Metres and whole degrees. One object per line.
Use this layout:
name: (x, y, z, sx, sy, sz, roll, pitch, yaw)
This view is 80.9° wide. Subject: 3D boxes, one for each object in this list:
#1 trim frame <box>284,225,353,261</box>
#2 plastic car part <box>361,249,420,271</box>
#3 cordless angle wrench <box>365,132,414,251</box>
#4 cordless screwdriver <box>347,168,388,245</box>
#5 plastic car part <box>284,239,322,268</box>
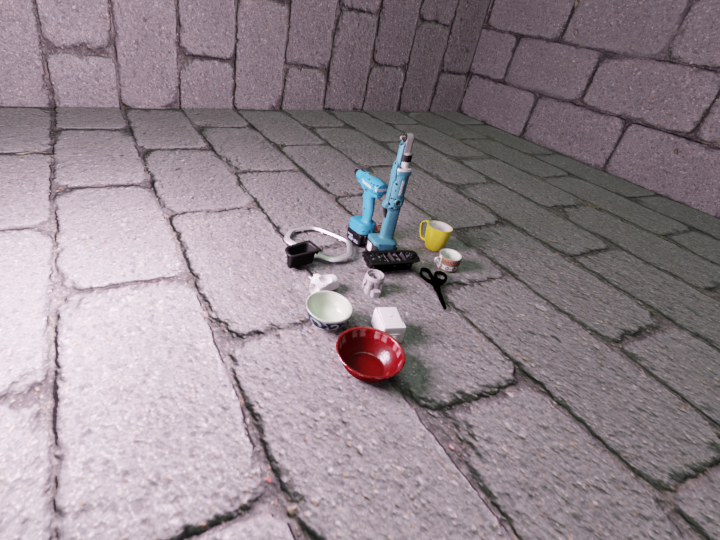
trim frame: (-0.139, -0.091, 1.419, 0.259, 0.027, 0.181, 23, 35, 21)
plastic car part: (0.099, -0.026, 1.342, 0.196, 0.065, 0.070, -7, 37, -25)
cordless angle wrench: (0.104, -0.221, 1.321, 0.095, 0.414, 0.078, -2, 34, -22)
cordless screwdriver: (0.009, -0.218, 1.450, 0.072, 0.244, 0.168, -9, 37, -31)
plastic car part: (-0.186, -0.041, 1.291, 0.112, 0.069, 0.070, -21, 44, -39)
